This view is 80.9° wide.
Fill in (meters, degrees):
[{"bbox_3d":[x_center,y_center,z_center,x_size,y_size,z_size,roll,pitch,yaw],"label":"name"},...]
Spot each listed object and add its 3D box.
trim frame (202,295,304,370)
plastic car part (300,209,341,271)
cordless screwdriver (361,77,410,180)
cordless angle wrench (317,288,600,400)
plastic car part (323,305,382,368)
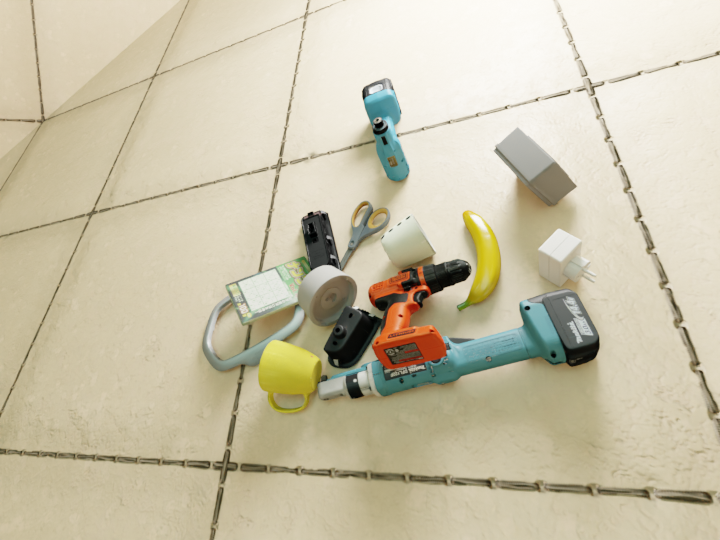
[{"bbox_3d":[-0.223,0.104,0.872,0.249,0.026,0.193,-30,51,4],"label":"trim frame"},{"bbox_3d":[-0.086,-0.056,0.877,0.066,0.064,0.211,-17,53,1],"label":"plastic car part"},{"bbox_3d":[0.050,-0.332,0.926,0.076,0.151,0.257,-16,53,15],"label":"cordless screwdriver"},{"bbox_3d":[0.123,0.141,0.654,0.431,0.070,0.101,-20,54,17],"label":"cordless angle wrench"},{"bbox_3d":[-0.023,0.111,0.742,0.069,0.067,0.116,20,68,34],"label":"plastic car part"}]
